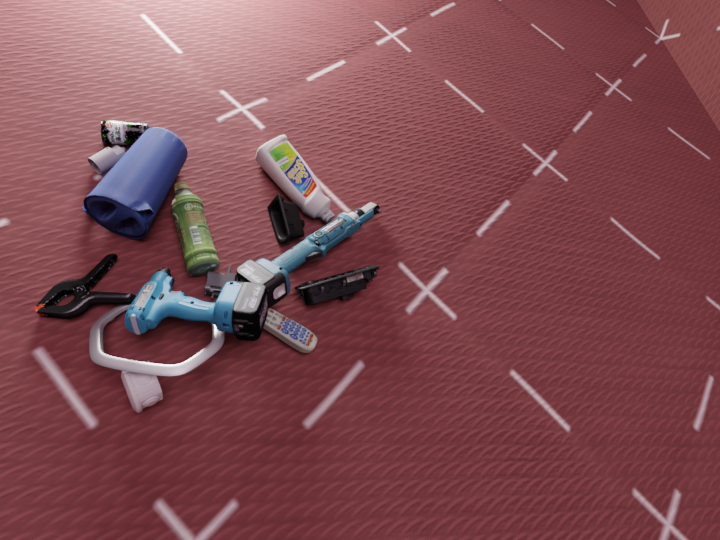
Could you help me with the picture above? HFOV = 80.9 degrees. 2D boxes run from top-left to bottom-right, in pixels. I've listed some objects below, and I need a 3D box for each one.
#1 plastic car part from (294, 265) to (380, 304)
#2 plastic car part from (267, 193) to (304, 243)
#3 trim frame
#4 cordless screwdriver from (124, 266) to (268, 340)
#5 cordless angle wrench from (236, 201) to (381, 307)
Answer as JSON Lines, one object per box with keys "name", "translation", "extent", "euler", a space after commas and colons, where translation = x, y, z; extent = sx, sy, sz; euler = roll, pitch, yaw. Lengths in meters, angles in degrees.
{"name": "plastic car part", "translation": [-0.054, 0.035, 0.960], "extent": [0.197, 0.069, 0.066], "euler": [-11, 99, -24]}
{"name": "plastic car part", "translation": [-0.170, -0.118, 1.013], "extent": [0.068, 0.067, 0.120], "euler": [-7, 67, -38]}
{"name": "trim frame", "translation": [-0.377, 0.119, 0.788], "extent": [0.250, 0.027, 0.188], "euler": [5, 36, 2]}
{"name": "cordless screwdriver", "translation": [-0.303, 0.054, 0.811], "extent": [0.249, 0.072, 0.163], "euler": [2, 37, 0]}
{"name": "cordless angle wrench", "translation": [-0.097, -0.063, 0.987], "extent": [0.103, 0.072, 0.415], "euler": [29, 49, 30]}
